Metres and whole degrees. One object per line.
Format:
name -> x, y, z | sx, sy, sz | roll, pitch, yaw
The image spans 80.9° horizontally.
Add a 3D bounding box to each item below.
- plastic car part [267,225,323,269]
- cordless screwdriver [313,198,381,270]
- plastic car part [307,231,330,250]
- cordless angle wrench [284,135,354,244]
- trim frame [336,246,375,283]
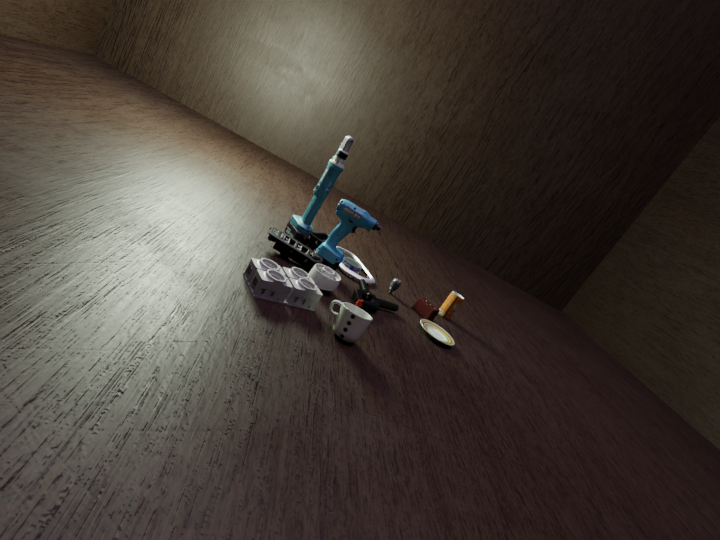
plastic car part -> -0.215, -0.063, 1.355 | 0.200, 0.067, 0.067 | 28, 16, -7
cordless screwdriver -> -0.053, -0.096, 1.405 | 0.161, 0.248, 0.074 | 32, 16, 4
plastic car part -> -0.153, -0.100, 1.561 | 0.069, 0.071, 0.112 | 38, 18, 22
cordless angle wrench -> -0.138, -0.292, 1.529 | 0.070, 0.422, 0.103 | 17, 22, -43
trim frame -> -0.036, -0.024, 1.612 | 0.175, 0.027, 0.262 | 18, 20, -36
